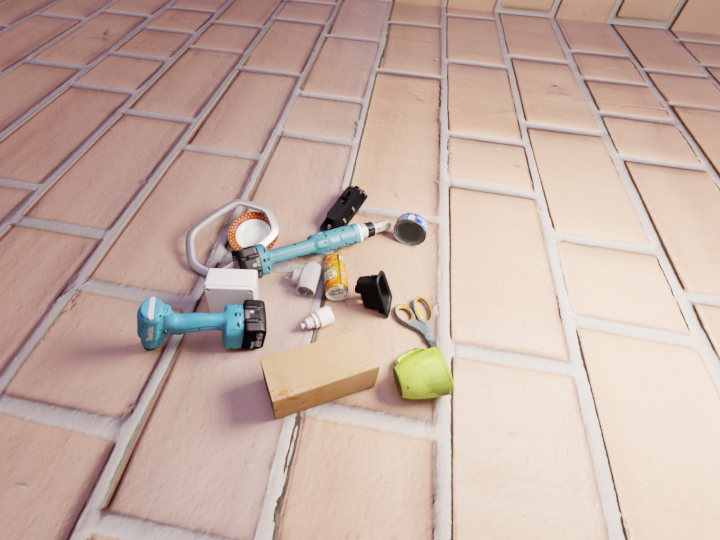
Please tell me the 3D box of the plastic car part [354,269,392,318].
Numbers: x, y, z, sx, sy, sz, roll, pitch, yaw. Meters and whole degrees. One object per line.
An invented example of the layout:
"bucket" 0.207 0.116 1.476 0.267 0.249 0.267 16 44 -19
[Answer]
"plastic car part" 0.025 0.046 0.948 0.073 0.111 0.067 -4 45 23

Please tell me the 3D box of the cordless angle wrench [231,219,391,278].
"cordless angle wrench" -0.103 -0.067 1.050 0.412 0.074 0.101 -18 9 -23

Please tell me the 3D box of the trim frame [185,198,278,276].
"trim frame" -0.324 -0.083 1.063 0.245 0.027 0.191 -40 70 -21

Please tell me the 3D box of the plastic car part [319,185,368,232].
"plastic car part" -0.043 -0.174 1.163 0.068 0.066 0.203 26 55 8

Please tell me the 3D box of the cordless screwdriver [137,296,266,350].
"cordless screwdriver" -0.322 0.121 0.863 0.241 0.158 0.077 5 51 -20
